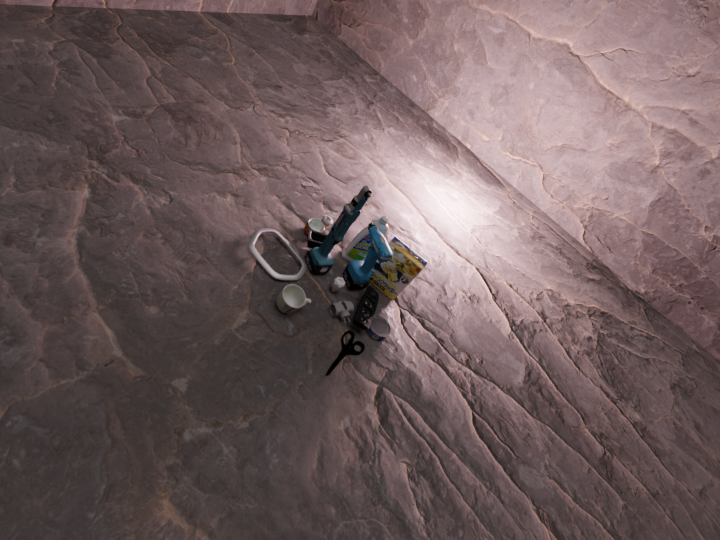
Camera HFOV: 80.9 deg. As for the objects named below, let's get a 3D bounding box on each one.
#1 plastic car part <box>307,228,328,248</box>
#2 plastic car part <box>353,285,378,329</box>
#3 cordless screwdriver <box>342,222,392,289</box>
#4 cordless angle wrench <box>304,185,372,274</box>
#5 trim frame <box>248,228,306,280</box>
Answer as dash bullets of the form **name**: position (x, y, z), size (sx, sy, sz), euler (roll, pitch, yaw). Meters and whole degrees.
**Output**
- **plastic car part**: position (-0.162, -0.106, 1.652), size (0.113, 0.071, 0.068), euler (19, 45, -16)
- **plastic car part**: position (0.019, 0.139, 1.535), size (0.066, 0.067, 0.204), euler (31, 42, -5)
- **cordless screwdriver**: position (0.018, -0.048, 1.574), size (0.071, 0.249, 0.166), euler (1, 53, -34)
- **cordless angle wrench**: position (-0.074, -0.140, 1.475), size (0.071, 0.424, 0.102), euler (-1, 55, -35)
- **trim frame**: position (-0.305, -0.059, 1.556), size (0.255, 0.027, 0.179), euler (45, 44, 13)
